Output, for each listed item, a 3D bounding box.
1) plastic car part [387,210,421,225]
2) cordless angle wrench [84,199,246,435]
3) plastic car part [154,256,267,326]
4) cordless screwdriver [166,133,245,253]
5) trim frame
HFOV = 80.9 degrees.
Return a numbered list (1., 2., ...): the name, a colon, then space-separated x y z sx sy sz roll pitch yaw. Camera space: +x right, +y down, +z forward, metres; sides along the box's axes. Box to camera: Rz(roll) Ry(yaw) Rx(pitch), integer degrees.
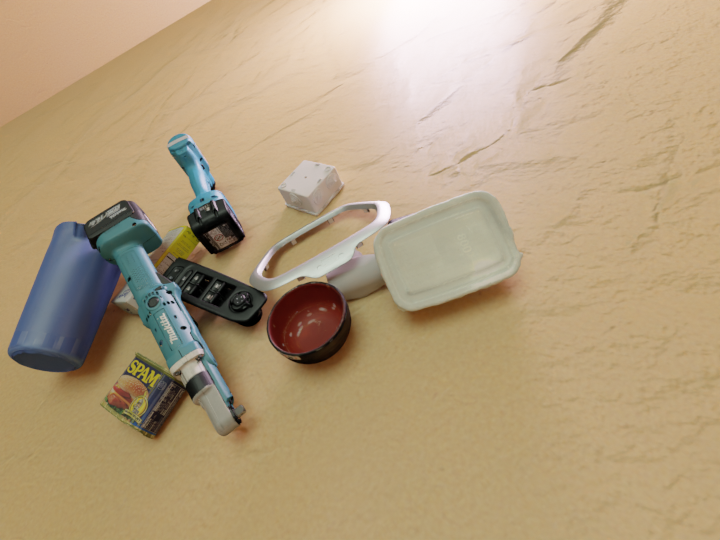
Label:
1. plastic car part: 0.088 -0.061 0.622 0.117 0.063 0.073 -20 32 4
2. cordless angle wrench: -0.289 0.055 0.619 0.097 0.071 0.444 -36 59 -13
3. plastic car part: -0.233 0.043 0.674 0.213 0.064 0.066 14 51 29
4. cordless screwdriver: -0.302 -0.143 0.842 0.074 0.153 0.260 -28 60 -5
5. trim frame: -0.065 -0.042 0.660 0.248 0.026 0.191 -29 26 -3
